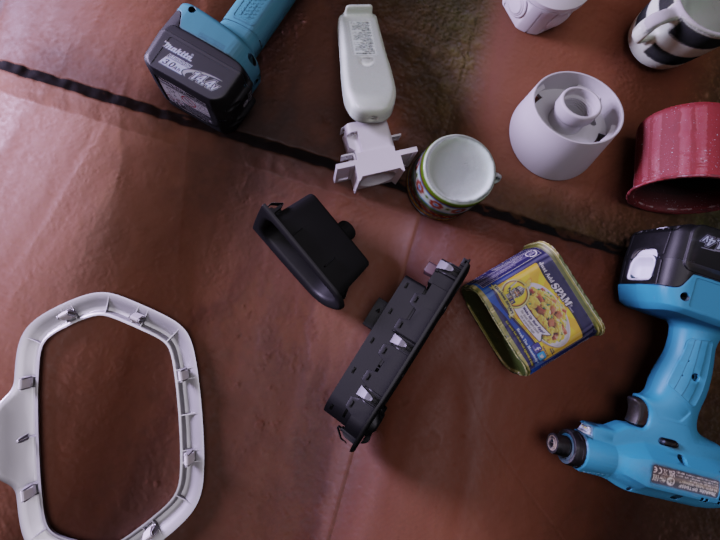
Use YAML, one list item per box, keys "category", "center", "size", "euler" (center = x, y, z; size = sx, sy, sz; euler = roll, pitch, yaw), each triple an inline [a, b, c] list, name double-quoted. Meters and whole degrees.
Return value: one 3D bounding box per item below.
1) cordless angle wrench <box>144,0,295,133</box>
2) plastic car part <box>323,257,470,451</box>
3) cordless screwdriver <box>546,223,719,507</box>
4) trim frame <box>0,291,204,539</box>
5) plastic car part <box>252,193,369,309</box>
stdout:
- category: "cordless angle wrench"
  center: [-0.064, -0.343, 0.445]
  size: [0.098, 0.074, 0.423]
  euler: [30, 80, -1]
- category: "plastic car part"
  center: [0.029, 0.071, 0.393]
  size: [0.068, 0.065, 0.203]
  euler: [28, 82, 8]
- category: "cordless screwdriver"
  center: [0.275, 0.081, 0.398]
  size: [0.159, 0.074, 0.249]
  euler: [13, 86, -2]
- category: "trim frame"
  center: [-0.239, 0.144, 0.389]
  size: [0.183, 0.027, 0.250]
  euler: [-6, 84, -2]
- category: "plastic car part"
  center: [-0.040, -0.026, 0.409]
  size: [0.116, 0.066, 0.070]
  euler: [46, 68, -1]
